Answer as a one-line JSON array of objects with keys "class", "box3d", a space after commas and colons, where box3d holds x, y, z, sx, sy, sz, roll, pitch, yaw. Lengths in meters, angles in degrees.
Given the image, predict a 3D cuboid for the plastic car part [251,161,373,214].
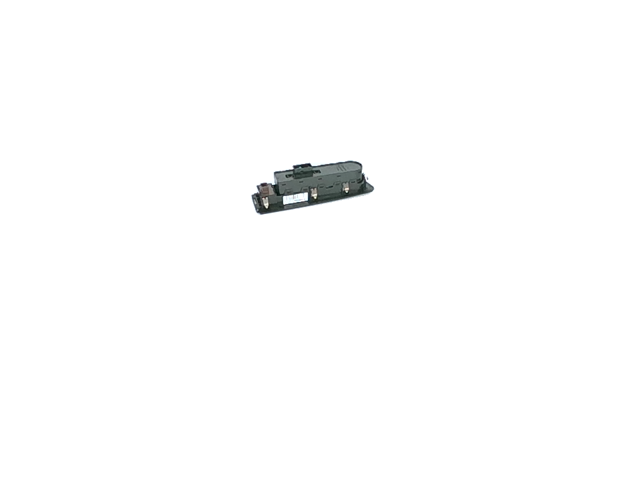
[{"class": "plastic car part", "box3d": [-0.011, -0.096, 0.704, 0.202, 0.067, 0.066, -8, 27, -16]}]
